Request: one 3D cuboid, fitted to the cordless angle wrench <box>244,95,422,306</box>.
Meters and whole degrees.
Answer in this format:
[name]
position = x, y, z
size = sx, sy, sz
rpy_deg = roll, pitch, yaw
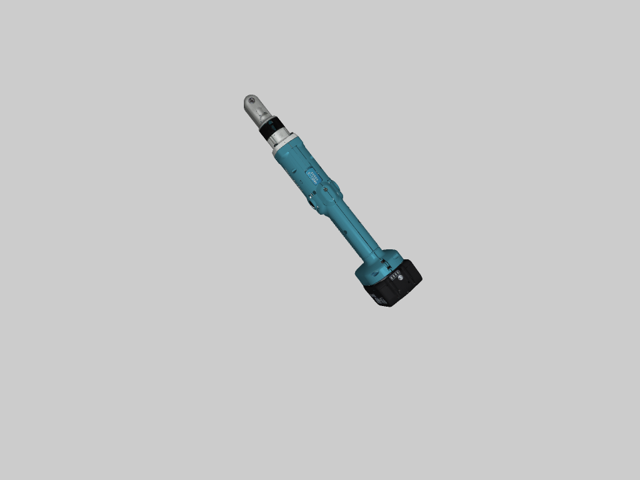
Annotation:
[cordless angle wrench]
position = 0.006, -0.074, 0.720
size = 0.074, 0.423, 0.098
rpy_deg = -38, 1, -11
